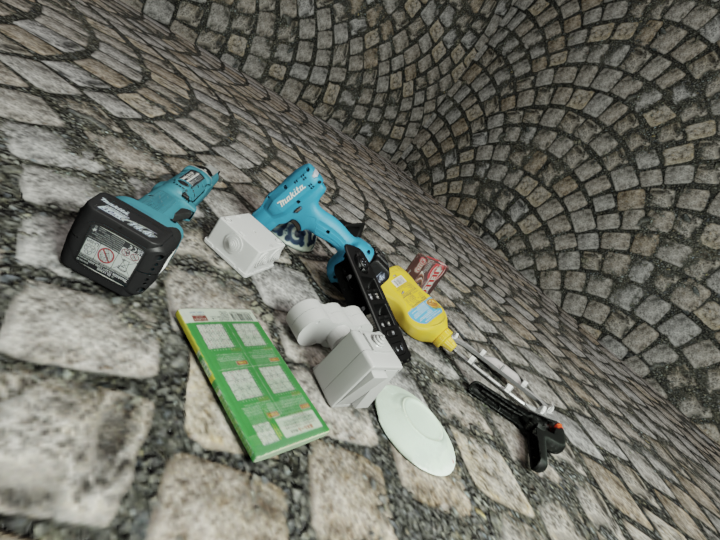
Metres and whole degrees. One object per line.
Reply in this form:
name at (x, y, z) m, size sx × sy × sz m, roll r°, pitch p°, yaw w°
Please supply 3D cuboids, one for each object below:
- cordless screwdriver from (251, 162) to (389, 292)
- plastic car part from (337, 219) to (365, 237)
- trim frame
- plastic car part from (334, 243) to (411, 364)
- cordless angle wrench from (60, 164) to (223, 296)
cordless screwdriver at (-0.073, -0.048, 0.748) m, size 0.243 × 0.160 × 0.075 m, roll 49°, pitch 14°, yaw -13°
plastic car part at (-0.051, -0.092, 0.977) m, size 0.074 × 0.065 × 0.112 m, roll 29°, pitch 18°, yaw 27°
trim frame at (0.263, 0.195, 0.818) m, size 0.262 × 0.027 × 0.175 m, roll 36°, pitch 9°, yaw 30°
plastic car part at (0.011, 0.055, 0.673) m, size 0.063 × 0.069 × 0.208 m, roll 0°, pitch 66°, yaw -50°
cordless angle wrench at (-0.267, -0.103, 0.611) m, size 0.095 × 0.074 × 0.434 m, roll 31°, pitch 17°, yaw -17°
